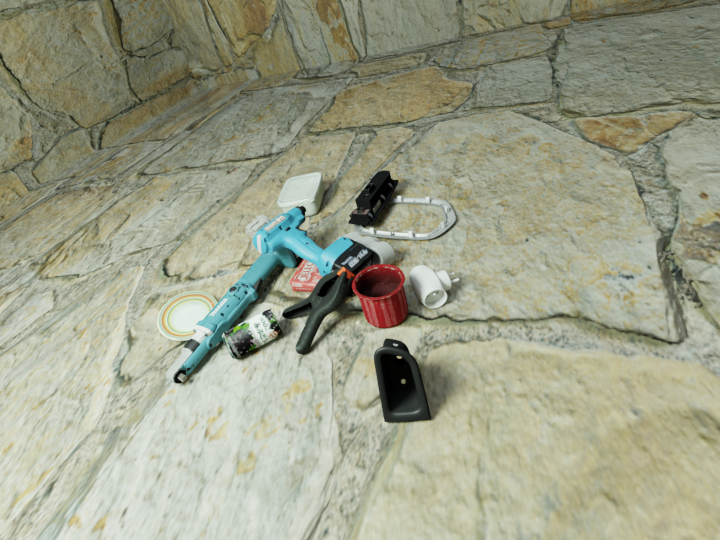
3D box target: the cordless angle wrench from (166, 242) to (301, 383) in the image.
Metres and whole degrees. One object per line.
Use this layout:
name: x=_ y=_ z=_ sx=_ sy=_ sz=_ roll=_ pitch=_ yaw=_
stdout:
cordless angle wrench: x=-0.257 y=0.058 z=0.894 sx=0.102 sy=0.071 sz=0.422 roll=7 pitch=46 yaw=29

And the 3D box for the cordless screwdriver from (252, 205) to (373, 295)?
cordless screwdriver: x=-0.088 y=-0.057 z=0.898 sx=0.259 sy=0.072 sz=0.157 roll=25 pitch=48 yaw=23

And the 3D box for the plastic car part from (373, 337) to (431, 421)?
plastic car part: x=0.057 y=0.148 z=0.610 sx=0.067 sy=0.115 sz=0.071 roll=-10 pitch=11 yaw=11

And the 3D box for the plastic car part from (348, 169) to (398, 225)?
plastic car part: x=0.033 y=-0.191 z=1.059 sx=0.069 sy=0.064 sz=0.202 roll=-1 pitch=36 yaw=34

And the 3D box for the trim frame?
trim frame: x=0.100 y=-0.127 z=1.006 sx=0.261 sy=0.026 sz=0.183 roll=10 pitch=46 yaw=31
